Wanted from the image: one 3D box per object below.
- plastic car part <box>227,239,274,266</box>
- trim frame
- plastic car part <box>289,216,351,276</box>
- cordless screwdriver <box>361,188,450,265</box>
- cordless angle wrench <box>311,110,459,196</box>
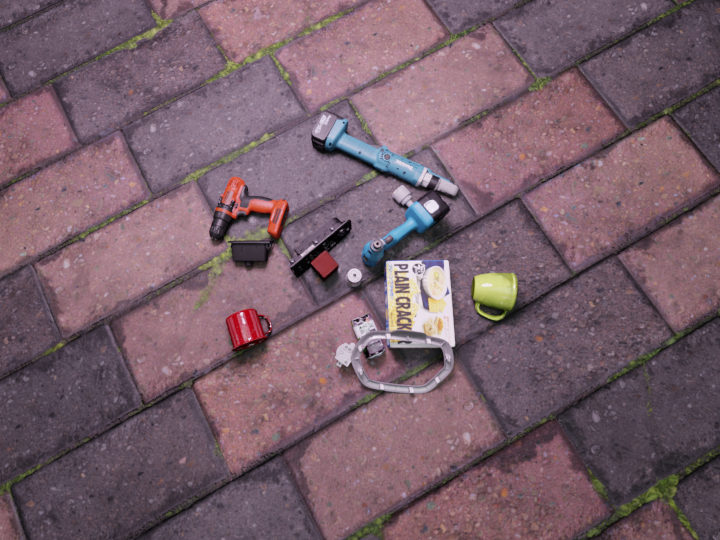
[{"bbox_3d":[-0.289,-0.047,1.119,0.117,0.066,0.071,-3,93,4],"label":"plastic car part"},{"bbox_3d":[0.100,0.218,1.011,0.248,0.028,0.181,9,110,-1],"label":"trim frame"},{"bbox_3d":[-0.109,-0.071,1.117,0.202,0.063,0.071,-37,56,-5],"label":"plastic car part"},{"bbox_3d":[0.110,-0.107,1.063,0.247,0.157,0.076,-37,84,-9],"label":"cordless screwdriver"},{"bbox_3d":[0.068,-0.302,1.155,0.427,0.073,0.098,27,80,5],"label":"cordless angle wrench"}]
